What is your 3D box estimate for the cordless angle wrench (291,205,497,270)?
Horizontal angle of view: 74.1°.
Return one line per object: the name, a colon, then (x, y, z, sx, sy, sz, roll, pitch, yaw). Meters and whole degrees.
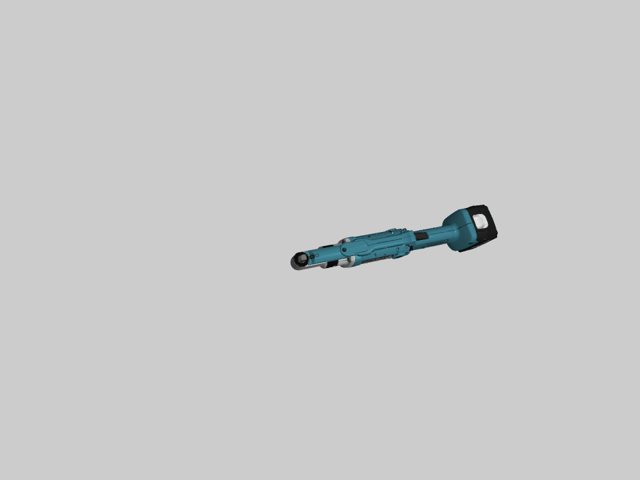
cordless angle wrench: (0.142, 0.006, 0.800, 0.422, 0.074, 0.098, -10, -15, -23)
